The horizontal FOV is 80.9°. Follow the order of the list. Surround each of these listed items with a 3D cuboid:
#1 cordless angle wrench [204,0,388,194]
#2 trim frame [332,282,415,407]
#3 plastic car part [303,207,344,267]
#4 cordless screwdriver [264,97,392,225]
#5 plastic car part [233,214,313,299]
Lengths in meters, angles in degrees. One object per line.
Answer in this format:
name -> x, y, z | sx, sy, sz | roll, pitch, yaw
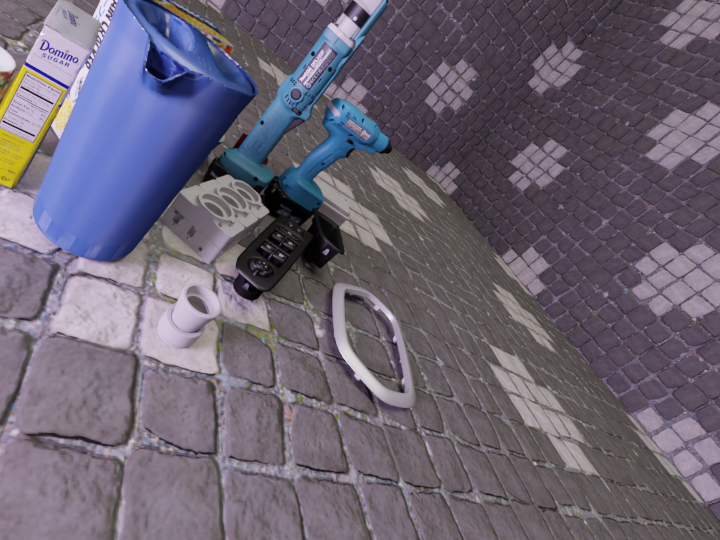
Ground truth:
cordless angle wrench -> -0.096, -0.278, 0.672 | 0.096, 0.426, 0.075 | 41, 23, -10
trim frame -> 0.022, 0.113, 0.693 | 0.177, 0.028, 0.257 | 33, 23, -23
plastic car part -> -0.075, -0.049, 0.766 | 0.063, 0.071, 0.121 | 33, 24, -26
cordless screwdriver -> -0.062, -0.192, 0.811 | 0.150, 0.250, 0.078 | 24, 30, -42
plastic car part -> -0.133, -0.018, 0.614 | 0.065, 0.067, 0.204 | 40, 22, -9
